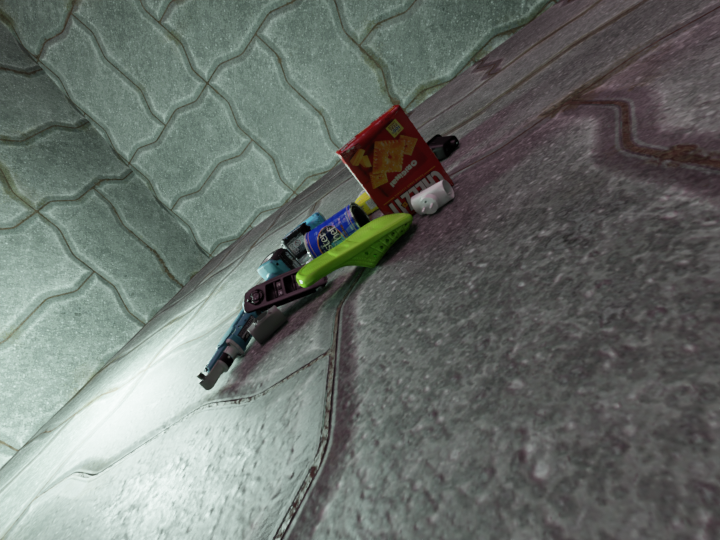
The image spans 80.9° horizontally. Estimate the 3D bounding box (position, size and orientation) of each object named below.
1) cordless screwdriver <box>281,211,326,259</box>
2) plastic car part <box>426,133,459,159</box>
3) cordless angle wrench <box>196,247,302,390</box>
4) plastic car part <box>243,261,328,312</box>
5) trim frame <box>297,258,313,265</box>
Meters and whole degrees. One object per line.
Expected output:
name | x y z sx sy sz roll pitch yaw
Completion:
cordless screwdriver | -0.191 -0.100 1.312 0.161 0.073 0.251 -35 14 14
plastic car part | 0.233 -0.345 1.177 0.074 0.063 0.115 4 40 47
cordless angle wrench | -0.257 0.105 0.999 0.076 0.095 0.426 -29 24 34
plastic car part | -0.168 0.043 0.948 0.205 0.068 0.064 -20 -24 7
trim frame | -0.125 -0.082 1.279 0.246 0.027 0.191 -46 20 -27
